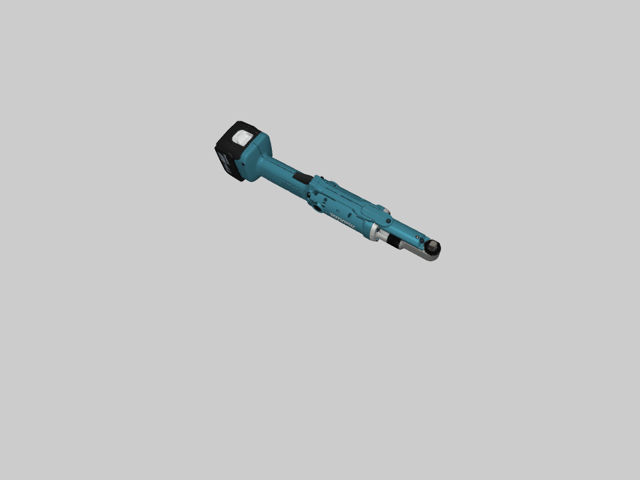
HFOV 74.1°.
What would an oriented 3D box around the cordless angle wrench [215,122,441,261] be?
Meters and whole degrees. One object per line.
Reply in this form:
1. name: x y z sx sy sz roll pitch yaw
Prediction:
1. cordless angle wrench: 0.008 -0.075 0.719 0.423 0.074 0.098 30 -21 19
